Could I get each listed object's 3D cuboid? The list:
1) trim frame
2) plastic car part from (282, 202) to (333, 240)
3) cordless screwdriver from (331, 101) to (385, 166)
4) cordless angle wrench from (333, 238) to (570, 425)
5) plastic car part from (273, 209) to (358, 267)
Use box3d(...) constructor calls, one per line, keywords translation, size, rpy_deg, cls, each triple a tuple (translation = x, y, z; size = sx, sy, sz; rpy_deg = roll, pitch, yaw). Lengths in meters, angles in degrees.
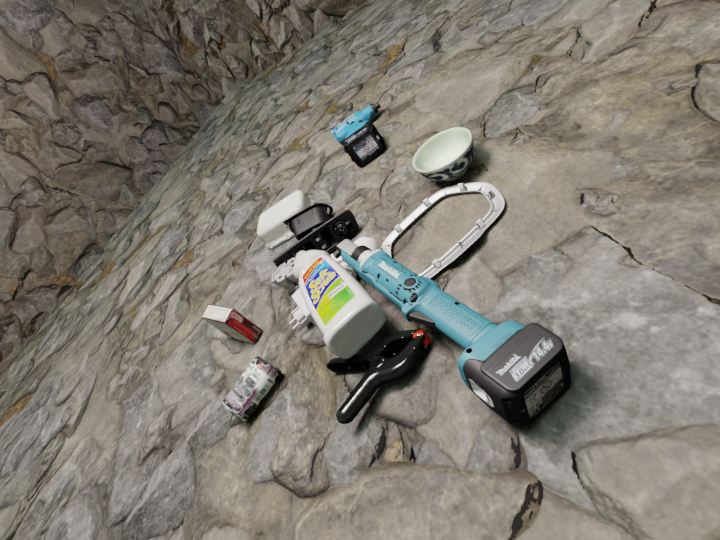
box3d(translation=(0.134, -0.071, 0.744), size=(0.248, 0.026, 0.194), rpy_deg=(-41, 36, 0), cls="trim frame")
box3d(translation=(-0.116, -0.106, 1.007), size=(0.118, 0.062, 0.074), rpy_deg=(-26, 52, 18), cls="plastic car part")
box3d(translation=(0.010, -0.387, 1.162), size=(0.160, 0.071, 0.259), rpy_deg=(-35, 32, 11), cls="cordless screwdriver")
box3d(translation=(0.079, 0.037, 0.607), size=(0.097, 0.071, 0.447), rpy_deg=(-38, 37, -12), cls="cordless angle wrench")
box3d(translation=(-0.091, -0.060, 0.931), size=(0.205, 0.065, 0.067), rpy_deg=(-34, 9, 15), cls="plastic car part")
